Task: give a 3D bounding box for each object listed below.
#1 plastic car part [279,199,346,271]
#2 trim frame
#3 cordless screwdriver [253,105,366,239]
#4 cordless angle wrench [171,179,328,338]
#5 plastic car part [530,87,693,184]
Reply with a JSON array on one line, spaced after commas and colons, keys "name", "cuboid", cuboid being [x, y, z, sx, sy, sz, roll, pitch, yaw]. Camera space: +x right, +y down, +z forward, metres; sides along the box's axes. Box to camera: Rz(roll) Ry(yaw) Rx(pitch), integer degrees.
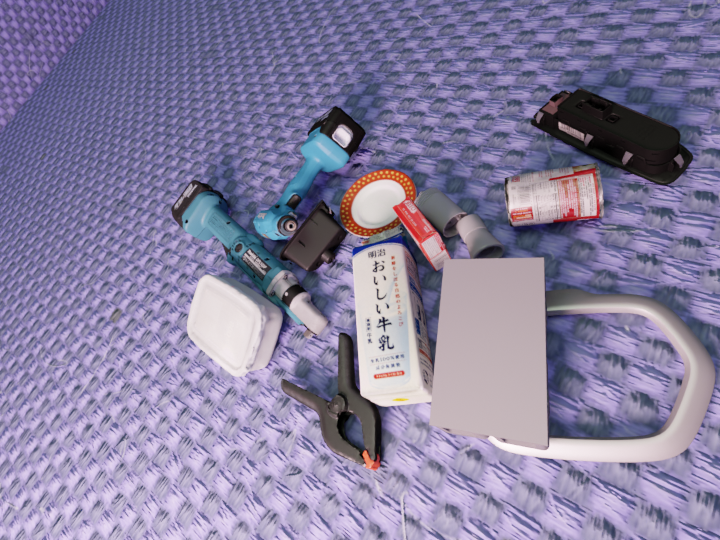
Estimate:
[{"name": "plastic car part", "cuboid": [-0.067, -0.044, 0.684, 0.074, 0.063, 0.116, 35, 86, 23]}, {"name": "trim frame", "cuboid": [0.221, 0.104, 0.458, 0.257, 0.026, 0.188, -11, 60, 25]}, {"name": "cordless screwdriver", "cuboid": [-0.084, -0.157, 0.710, 0.249, 0.071, 0.166, -57, 24, -8]}, {"name": "cordless angle wrench", "cuboid": [-0.198, -0.030, 0.738, 0.447, 0.070, 0.098, 38, 91, 35]}, {"name": "plastic car part", "cuboid": [0.323, -0.187, 0.548, 0.066, 0.064, 0.214, -36, 54, -3]}]
